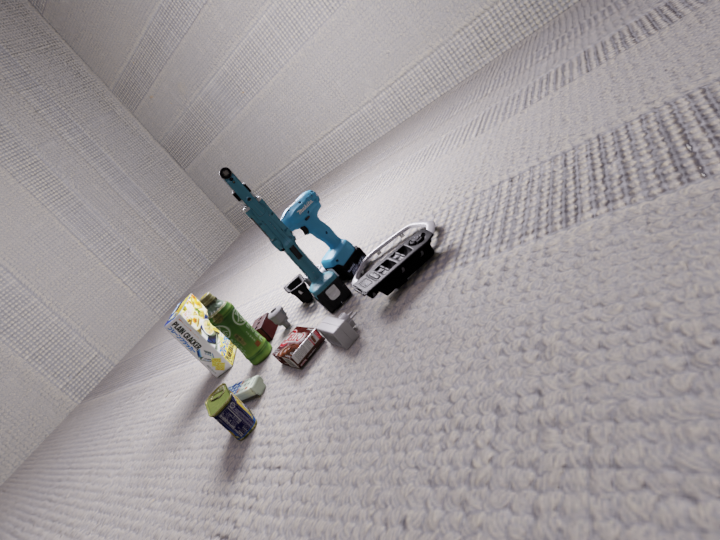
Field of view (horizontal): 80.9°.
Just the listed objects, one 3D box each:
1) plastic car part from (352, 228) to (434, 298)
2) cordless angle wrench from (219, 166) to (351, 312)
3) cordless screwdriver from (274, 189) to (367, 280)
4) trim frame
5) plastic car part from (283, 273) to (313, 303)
[{"bbox_3d":[0.083,-0.007,0.881,0.202,0.065,0.068,-44,17,-9],"label":"plastic car part"},{"bbox_3d":[-0.185,-0.076,1.004,0.074,0.412,0.101,-43,15,-9],"label":"cordless angle wrench"},{"bbox_3d":[-0.108,-0.070,1.100,0.158,0.242,0.077,-48,17,-25],"label":"cordless screwdriver"},{"bbox_3d":[0.077,-0.037,1.013,0.251,0.027,0.188,-36,20,14],"label":"trim frame"},{"bbox_3d":[-0.165,0.060,1.185,0.066,0.069,0.120,-43,18,-7],"label":"plastic car part"}]
